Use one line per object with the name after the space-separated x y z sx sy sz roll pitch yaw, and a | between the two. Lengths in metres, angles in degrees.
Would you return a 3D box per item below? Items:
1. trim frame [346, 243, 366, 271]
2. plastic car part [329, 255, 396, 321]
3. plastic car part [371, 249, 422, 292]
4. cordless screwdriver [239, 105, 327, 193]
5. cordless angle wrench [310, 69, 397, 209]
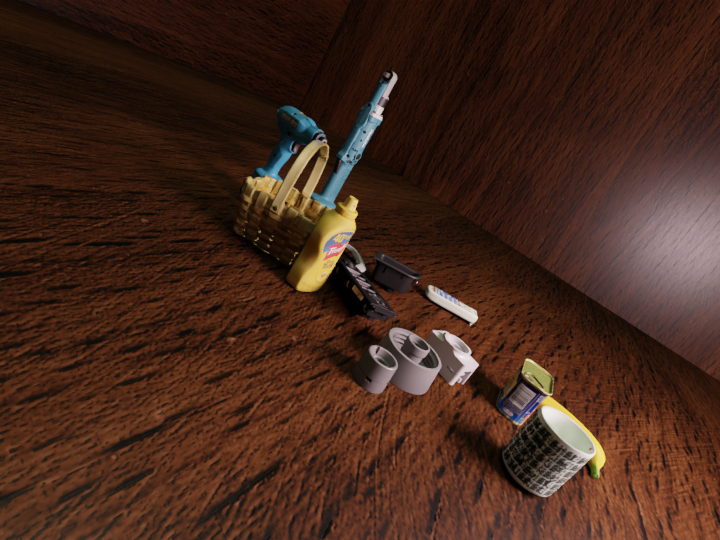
-0.097 -0.063 0.989 0.253 0.027 0.182 32 20 7 | trim frame
-0.008 0.036 0.815 0.063 0.067 0.213 18 23 -32 | plastic car part
0.073 0.014 0.970 0.118 0.071 0.065 32 20 5 | plastic car part
-0.178 -0.244 0.988 0.071 0.248 0.168 5 33 -51 | cordless screwdriver
-0.026 -0.299 1.069 0.078 0.422 0.093 42 22 25 | cordless angle wrench
